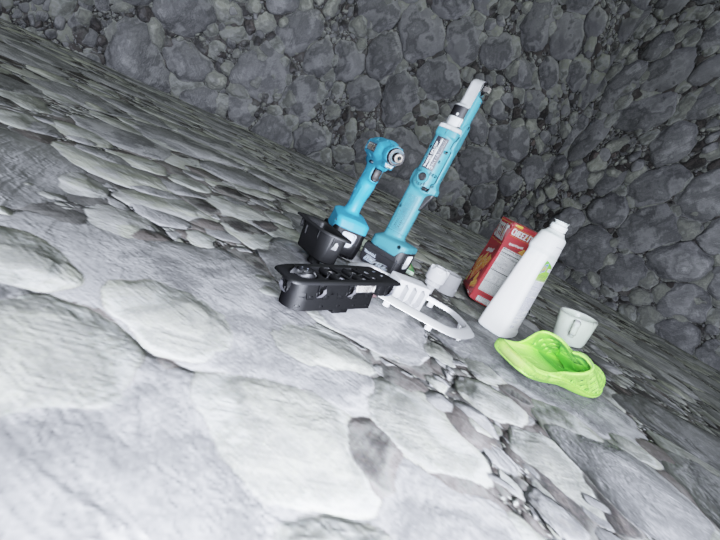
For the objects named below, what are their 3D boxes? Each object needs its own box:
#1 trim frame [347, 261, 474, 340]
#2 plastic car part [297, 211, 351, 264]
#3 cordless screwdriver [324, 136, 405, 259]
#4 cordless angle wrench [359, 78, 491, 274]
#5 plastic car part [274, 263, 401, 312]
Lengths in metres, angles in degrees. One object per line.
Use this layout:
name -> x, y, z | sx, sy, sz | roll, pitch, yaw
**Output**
trim frame -> 0.086, 0.051, 0.744 | 0.251, 0.027, 0.183 | 27, 15, 4
plastic car part -> -0.072, -0.047, 0.734 | 0.063, 0.071, 0.123 | 16, 18, -36
cordless screwdriver -> 0.005, -0.140, 0.834 | 0.072, 0.248, 0.165 | 22, 15, -20
cordless angle wrench -> 0.136, -0.186, 0.865 | 0.103, 0.421, 0.071 | 35, 16, 27
plastic car part -> -0.036, 0.023, 0.563 | 0.192, 0.067, 0.070 | 9, 23, -49
